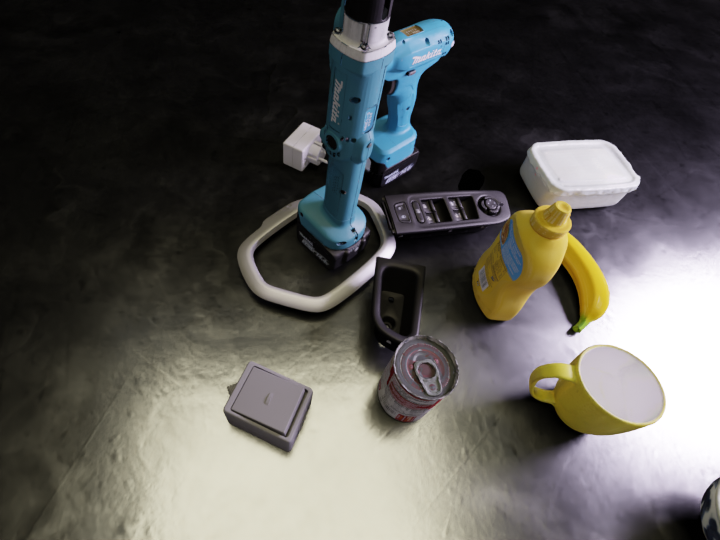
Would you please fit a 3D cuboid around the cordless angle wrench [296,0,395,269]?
[{"bbox_3d":[-0.014,-0.152,0.467,0.073,0.414,0.102,-36,69,-27],"label":"cordless angle wrench"}]

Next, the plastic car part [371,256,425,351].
[{"bbox_3d":[0.041,0.051,0.541,0.066,0.069,0.119,11,56,0],"label":"plastic car part"}]

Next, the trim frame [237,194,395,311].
[{"bbox_3d":[-0.061,-0.040,0.621,0.191,0.027,0.245,39,61,20],"label":"trim frame"}]

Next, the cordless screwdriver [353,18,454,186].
[{"bbox_3d":[0.037,-0.232,0.628,0.156,0.243,0.077,-31,67,-25],"label":"cordless screwdriver"}]

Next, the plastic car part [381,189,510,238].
[{"bbox_3d":[0.130,-0.080,0.639,0.200,0.065,0.069,-9,58,-11],"label":"plastic car part"}]
